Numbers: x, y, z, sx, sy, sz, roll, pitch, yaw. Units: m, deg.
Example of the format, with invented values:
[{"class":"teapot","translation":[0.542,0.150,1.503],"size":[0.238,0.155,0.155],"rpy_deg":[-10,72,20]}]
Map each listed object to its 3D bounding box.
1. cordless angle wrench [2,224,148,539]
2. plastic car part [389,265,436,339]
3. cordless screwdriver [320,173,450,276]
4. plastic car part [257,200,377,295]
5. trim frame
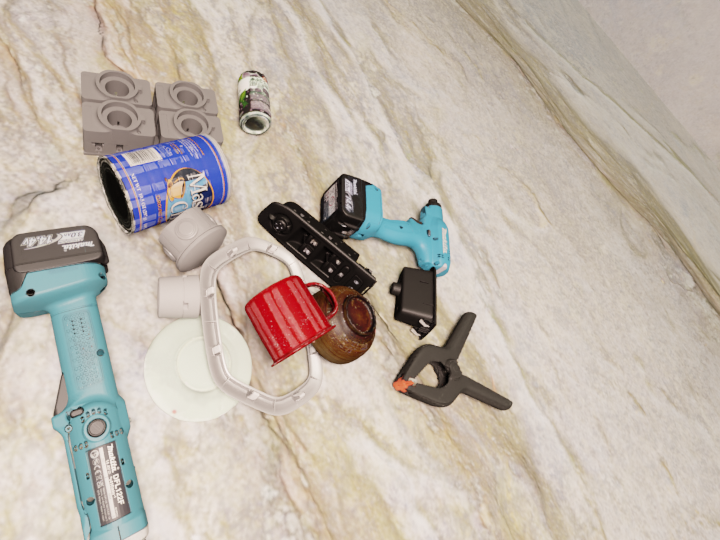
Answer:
[{"class":"cordless angle wrench","translation":[-0.271,0.160,0.430],"size":[0.094,0.075,0.433],"rpy_deg":[-12,73,-34]},{"class":"plastic car part","translation":[0.084,0.043,0.694],"size":[0.070,0.065,0.119],"rpy_deg":[11,55,-8]},{"class":"cordless screwdriver","translation":[0.054,-0.096,0.744],"size":[0.239,0.075,0.163],"rpy_deg":[20,56,-23]},{"class":"plastic car part","translation":[-0.064,-0.042,0.656],"size":[0.201,0.067,0.067],"rpy_deg":[37,43,-6]},{"class":"trim frame","translation":[-0.125,0.064,0.572],"size":[0.175,0.028,0.256],"rpy_deg":[5,59,-40]}]
